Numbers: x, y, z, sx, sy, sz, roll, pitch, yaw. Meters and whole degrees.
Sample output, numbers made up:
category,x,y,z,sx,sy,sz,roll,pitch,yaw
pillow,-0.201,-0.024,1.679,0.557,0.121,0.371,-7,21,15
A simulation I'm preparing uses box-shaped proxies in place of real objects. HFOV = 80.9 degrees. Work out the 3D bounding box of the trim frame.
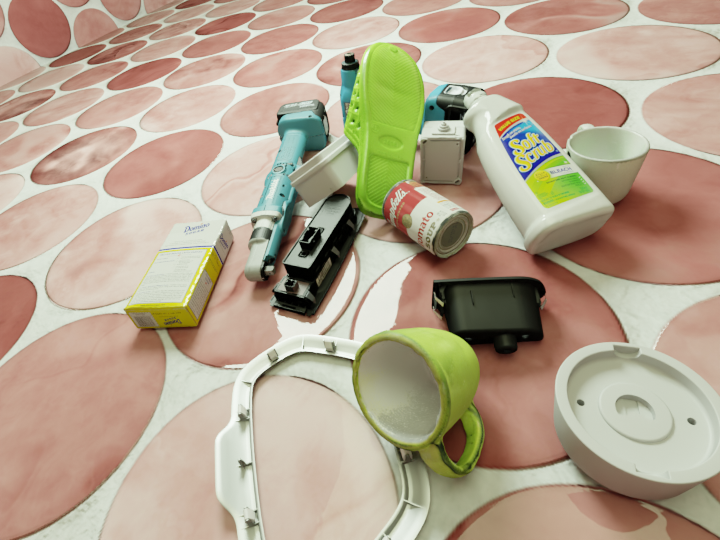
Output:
category,x,y,z,sx,sy,sz,roll,pitch,yaw
trim frame,-0.045,0.158,0.394,0.184,0.026,0.260,-19,45,-1

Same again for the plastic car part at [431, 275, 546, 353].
category,x,y,z,sx,sy,sz,roll,pitch,yaw
plastic car part,0.135,0.049,0.434,0.119,0.063,0.072,-1,60,10

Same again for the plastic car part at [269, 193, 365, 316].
category,x,y,z,sx,sy,sz,roll,pitch,yaw
plastic car part,-0.056,-0.037,0.574,0.069,0.064,0.203,4,44,28

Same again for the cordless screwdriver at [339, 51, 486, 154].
category,x,y,z,sx,sy,sz,roll,pitch,yaw
cordless screwdriver,0.077,-0.284,0.715,0.260,0.153,0.074,16,47,27

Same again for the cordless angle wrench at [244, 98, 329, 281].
category,x,y,z,sx,sy,sz,roll,pitch,yaw
cordless angle wrench,-0.126,-0.148,0.703,0.100,0.071,0.433,-5,47,12
